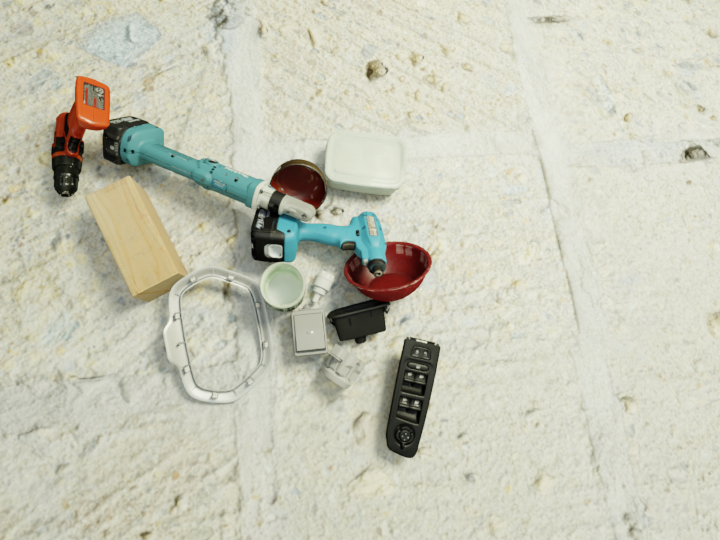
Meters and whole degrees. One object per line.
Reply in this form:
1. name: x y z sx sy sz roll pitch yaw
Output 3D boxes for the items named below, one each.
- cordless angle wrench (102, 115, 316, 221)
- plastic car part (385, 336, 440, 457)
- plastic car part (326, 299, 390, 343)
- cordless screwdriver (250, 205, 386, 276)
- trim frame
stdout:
1. cordless angle wrench: -0.281 -0.180 0.791 0.430 0.097 0.073 23 120 9
2. plastic car part: 0.085 0.223 0.758 0.065 0.068 0.204 14 80 -11
3. plastic car part: 0.000 0.099 0.793 0.116 0.067 0.070 -17 94 -5
4. cordless screwdriver: -0.076 -0.050 0.780 0.247 0.072 0.165 0 41 -5
5. trim frame: -0.256 0.115 0.764 0.181 0.028 0.248 -10 90 -11
